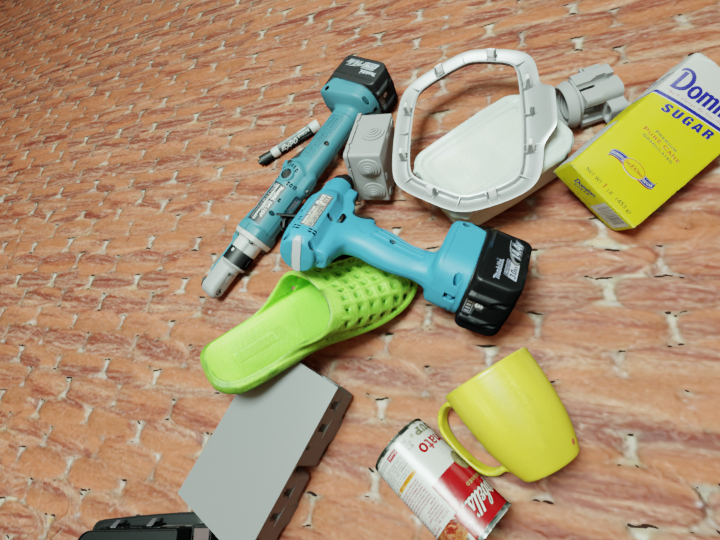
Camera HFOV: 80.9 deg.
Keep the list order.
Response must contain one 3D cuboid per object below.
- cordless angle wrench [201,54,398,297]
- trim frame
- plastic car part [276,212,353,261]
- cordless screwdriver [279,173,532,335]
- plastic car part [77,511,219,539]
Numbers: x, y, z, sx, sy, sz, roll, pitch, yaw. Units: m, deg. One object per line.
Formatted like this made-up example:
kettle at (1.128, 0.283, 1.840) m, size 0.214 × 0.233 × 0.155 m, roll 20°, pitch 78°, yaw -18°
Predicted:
cordless angle wrench at (-0.100, -0.134, 0.640) m, size 0.103 × 0.070 × 0.422 m, roll 32°, pitch 83°, yaw 32°
trim frame at (0.130, -0.179, 0.509) m, size 0.191 × 0.026 × 0.252 m, roll -1°, pitch 63°, yaw 23°
plastic car part at (-0.057, -0.037, 0.579) m, size 0.121 × 0.063 × 0.071 m, roll 10°, pitch 85°, yaw 24°
cordless screwdriver at (0.050, -0.035, 0.475) m, size 0.255 × 0.072 × 0.160 m, roll 18°, pitch 46°, yaw 12°
plastic car part at (-0.249, 0.320, 0.483) m, size 0.208 × 0.064 × 0.068 m, roll -14°, pitch 68°, yaw 21°
